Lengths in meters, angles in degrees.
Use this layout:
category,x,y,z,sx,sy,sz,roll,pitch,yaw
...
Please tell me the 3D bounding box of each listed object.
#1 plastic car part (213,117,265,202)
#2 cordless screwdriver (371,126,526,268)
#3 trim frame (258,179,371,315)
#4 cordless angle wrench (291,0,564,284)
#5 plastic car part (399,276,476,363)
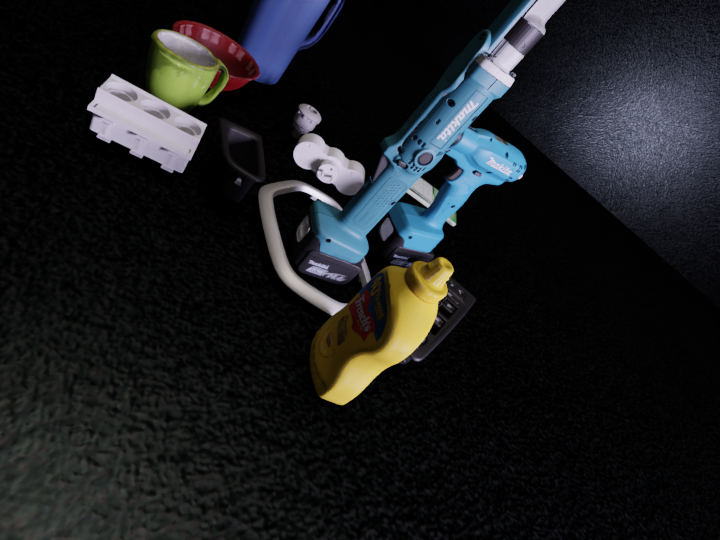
category,x,y,z,sx,sy,sz,roll,pitch,yaw
plastic car part,-0.170,-0.139,0.568,0.063,0.071,0.121,17,41,-33
cordless screwdriver,0.108,-0.109,0.641,0.151,0.251,0.077,16,43,-35
trim frame,-0.059,-0.038,0.600,0.175,0.028,0.260,10,45,-37
cordless angle wrench,0.063,-0.140,0.476,0.093,0.426,0.077,22,40,-30
plastic car part,0.089,0.067,0.586,0.068,0.067,0.197,48,35,8
